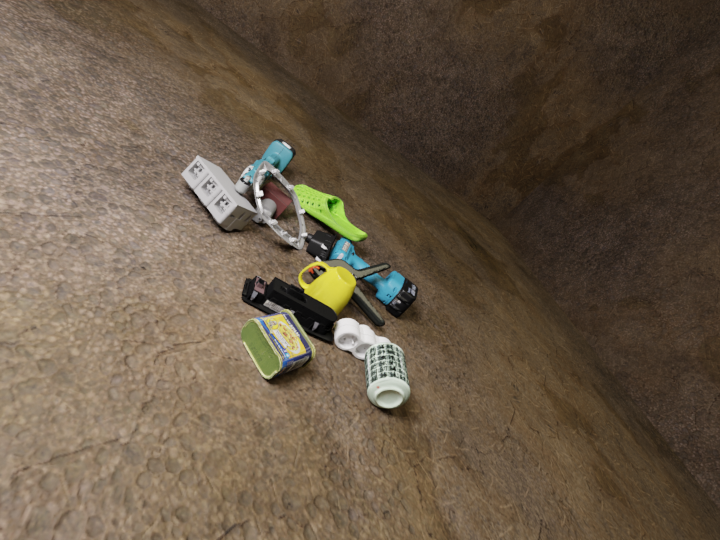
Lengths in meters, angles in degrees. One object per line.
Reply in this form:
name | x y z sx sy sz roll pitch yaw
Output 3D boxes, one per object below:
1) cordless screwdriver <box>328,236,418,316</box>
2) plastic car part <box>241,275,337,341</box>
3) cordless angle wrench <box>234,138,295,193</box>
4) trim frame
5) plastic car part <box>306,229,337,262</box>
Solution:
cordless screwdriver | 0.032 0.003 1.122 0.248 0.074 0.160 35 24 -3
plastic car part | -0.123 0.065 0.805 0.195 0.067 0.068 35 18 -20
cordless angle wrench | -0.249 -0.260 1.086 0.073 0.098 0.430 37 20 -14
trim frame | -0.181 -0.147 0.988 0.236 0.028 0.189 50 31 -60
plastic car part | -0.104 -0.068 1.067 0.070 0.065 0.118 24 23 -5
